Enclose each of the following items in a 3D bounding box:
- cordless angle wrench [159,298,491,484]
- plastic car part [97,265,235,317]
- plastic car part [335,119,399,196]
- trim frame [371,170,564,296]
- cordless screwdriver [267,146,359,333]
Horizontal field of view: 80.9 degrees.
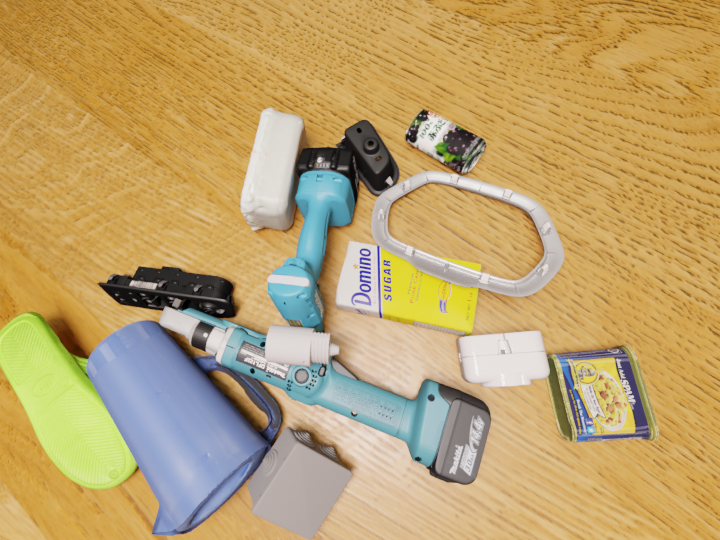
[{"bbox_3d":[-0.067,0.130,0.527,0.432,0.072,0.098,19,77,11],"label":"cordless angle wrench"},{"bbox_3d":[-0.271,0.030,0.620,0.208,0.064,0.068,10,51,13],"label":"plastic car part"},{"bbox_3d":[0.014,-0.175,0.622,0.066,0.068,0.121,-30,69,0],"label":"plastic car part"},{"bbox_3d":[0.136,-0.057,0.559,0.257,0.026,0.184,22,62,18],"label":"trim frame"},{"bbox_3d":[-0.056,-0.037,0.573,0.076,0.153,0.253,4,59,10],"label":"cordless screwdriver"}]
